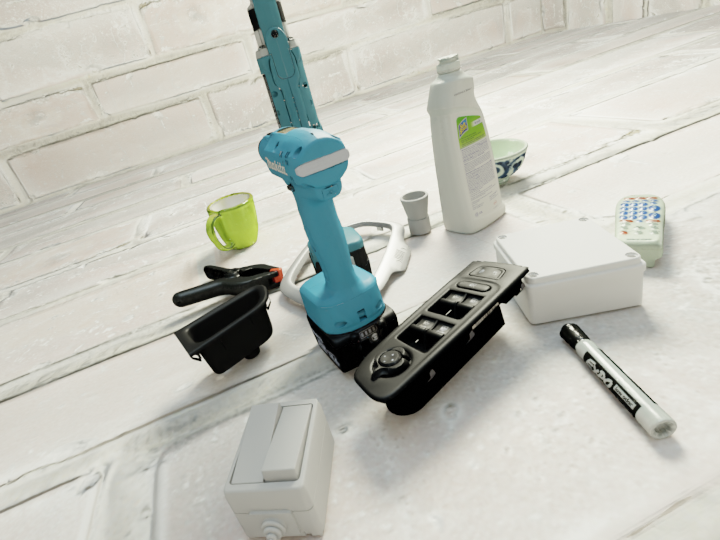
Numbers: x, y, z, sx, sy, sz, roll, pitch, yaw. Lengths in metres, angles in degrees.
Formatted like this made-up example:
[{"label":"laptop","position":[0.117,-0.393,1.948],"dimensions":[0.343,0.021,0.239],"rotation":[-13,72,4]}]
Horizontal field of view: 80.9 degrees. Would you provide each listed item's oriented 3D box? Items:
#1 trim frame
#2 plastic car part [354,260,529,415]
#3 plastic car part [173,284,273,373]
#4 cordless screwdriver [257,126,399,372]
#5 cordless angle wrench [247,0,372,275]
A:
[{"label":"trim frame","position":[-0.019,-0.017,0.643],"dimensions":[0.190,0.026,0.249],"rotation":[-5,30,22]},{"label":"plastic car part","position":[0.078,0.063,0.401],"dimensions":[0.199,0.065,0.070],"rotation":[-32,30,-27]},{"label":"plastic car part","position":[-0.147,0.077,0.499],"dimensions":[0.114,0.068,0.070],"rotation":[-31,29,-26]},{"label":"cordless screwdriver","position":[-0.044,-0.029,0.448],"dimensions":[0.073,0.240,0.167],"rotation":[-24,27,-19]},{"label":"cordless angle wrench","position":[-0.072,-0.166,0.533],"dimensions":[0.074,0.409,0.102],"rotation":[-18,25,-6]}]
